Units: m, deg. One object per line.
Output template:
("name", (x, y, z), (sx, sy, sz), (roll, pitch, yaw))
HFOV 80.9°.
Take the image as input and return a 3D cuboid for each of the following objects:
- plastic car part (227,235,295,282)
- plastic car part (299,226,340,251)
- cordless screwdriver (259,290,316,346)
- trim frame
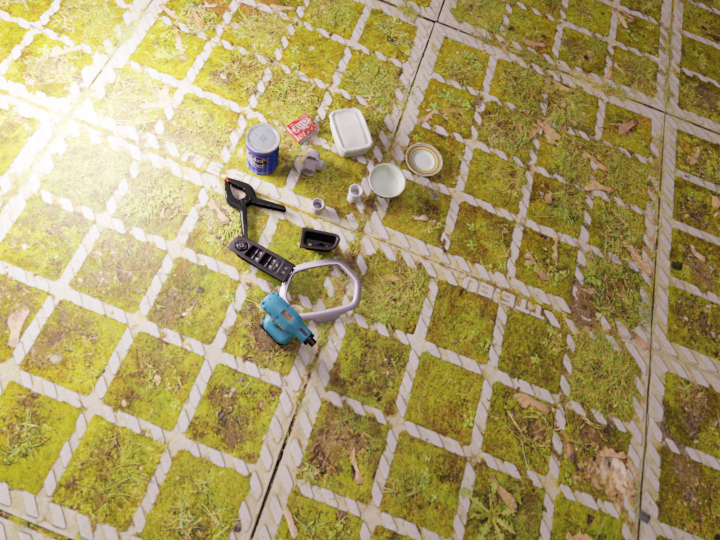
("plastic car part", (-0.291, -0.033, 1.236), (0.204, 0.066, 0.066), (31, 69, 3))
("plastic car part", (-0.125, -0.082, 1.275), (0.115, 0.070, 0.067), (10, 71, -6))
("cordless screwdriver", (-0.188, 0.146, 1.091), (0.161, 0.248, 0.074), (44, 69, 4))
("trim frame", (-0.117, 0.060, 1.249), (0.244, 0.027, 0.188), (-11, 73, -12))
